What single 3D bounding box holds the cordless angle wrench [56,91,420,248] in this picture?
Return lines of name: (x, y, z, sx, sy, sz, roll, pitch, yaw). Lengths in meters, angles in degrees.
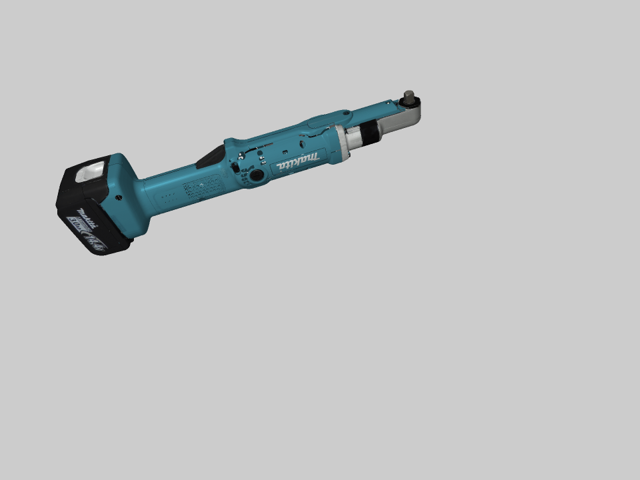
cordless angle wrench: (-0.081, -0.093, 0.503, 0.423, 0.074, 0.098, -18, -43, -2)
